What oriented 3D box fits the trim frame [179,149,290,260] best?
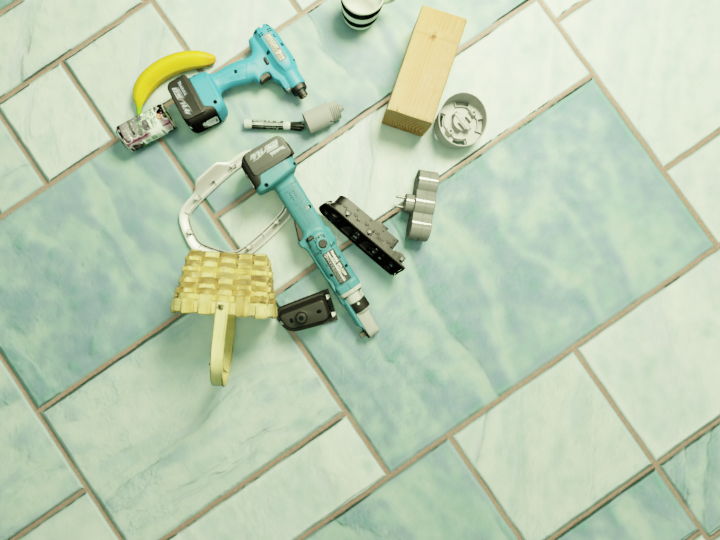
[{"bbox_3d":[-0.247,-0.129,0.846,0.248,0.027,0.185,-42,88,1],"label":"trim frame"}]

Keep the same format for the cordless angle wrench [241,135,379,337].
[{"bbox_3d":[-0.079,-0.052,0.813,0.097,0.076,0.418,-33,96,-8],"label":"cordless angle wrench"}]

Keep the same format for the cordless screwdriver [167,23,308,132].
[{"bbox_3d":[-0.236,-0.355,0.831,0.248,0.074,0.159,-34,90,-5],"label":"cordless screwdriver"}]

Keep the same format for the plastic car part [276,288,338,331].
[{"bbox_3d":[-0.106,0.085,0.816,0.116,0.071,0.066,-18,90,-5],"label":"plastic car part"}]

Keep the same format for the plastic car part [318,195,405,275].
[{"bbox_3d":[0.009,-0.077,0.825,0.203,0.066,0.067,37,77,0],"label":"plastic car part"}]
